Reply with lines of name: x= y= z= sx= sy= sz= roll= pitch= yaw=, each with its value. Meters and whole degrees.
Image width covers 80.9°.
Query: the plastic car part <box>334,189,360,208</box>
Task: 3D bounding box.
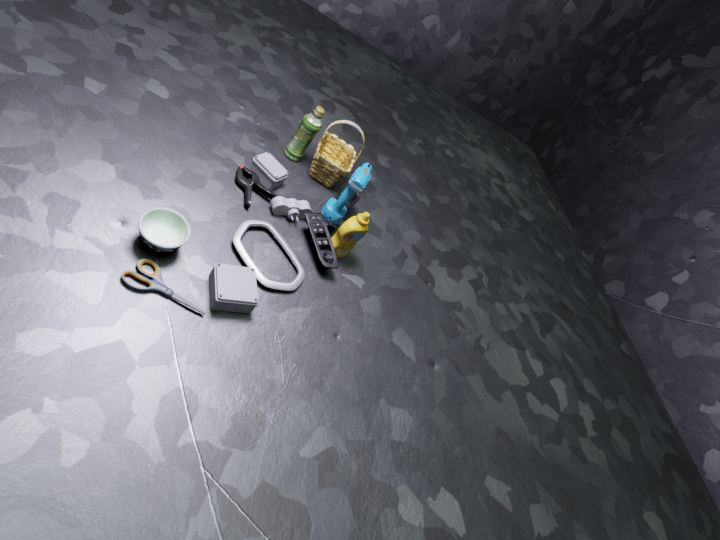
plastic car part: x=-0.054 y=-0.244 z=1.509 sx=0.066 sy=0.071 sz=0.115 roll=44 pitch=40 yaw=2

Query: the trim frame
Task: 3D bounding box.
trim frame: x=-0.258 y=-0.045 z=1.200 sx=0.255 sy=0.028 sz=0.178 roll=50 pitch=41 yaw=13

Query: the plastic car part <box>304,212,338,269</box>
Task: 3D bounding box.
plastic car part: x=-0.128 y=-0.083 z=1.305 sx=0.063 sy=0.067 sz=0.211 roll=2 pitch=53 yaw=-38

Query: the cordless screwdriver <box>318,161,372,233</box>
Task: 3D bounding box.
cordless screwdriver: x=-0.049 y=-0.240 z=1.369 sx=0.073 sy=0.251 sz=0.160 roll=37 pitch=40 yaw=-10
